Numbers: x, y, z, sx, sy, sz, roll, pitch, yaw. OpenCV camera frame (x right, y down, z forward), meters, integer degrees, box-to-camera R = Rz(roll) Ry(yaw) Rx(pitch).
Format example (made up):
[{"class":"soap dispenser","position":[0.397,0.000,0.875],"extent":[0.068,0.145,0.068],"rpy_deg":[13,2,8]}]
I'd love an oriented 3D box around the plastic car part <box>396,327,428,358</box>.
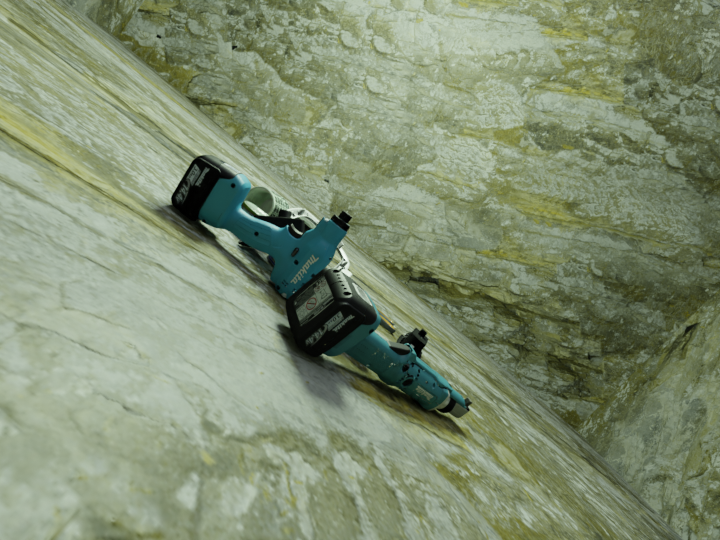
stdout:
[{"class":"plastic car part","position":[0.126,0.167,0.972],"extent":[0.068,0.067,0.197],"rpy_deg":[49,10,10]}]

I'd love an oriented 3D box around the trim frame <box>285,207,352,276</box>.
[{"class":"trim frame","position":[-0.084,-0.055,0.858],"extent":[0.185,0.028,0.245],"rpy_deg":[52,15,0]}]

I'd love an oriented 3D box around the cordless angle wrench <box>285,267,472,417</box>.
[{"class":"cordless angle wrench","position":[0.059,0.144,0.628],"extent":[0.400,0.098,0.078],"rpy_deg":[42,13,-37]}]

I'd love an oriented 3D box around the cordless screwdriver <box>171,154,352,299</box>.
[{"class":"cordless screwdriver","position":[-0.146,-0.086,0.641],"extent":[0.247,0.159,0.075],"rpy_deg":[38,7,-4]}]

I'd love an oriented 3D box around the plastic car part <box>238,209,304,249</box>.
[{"class":"plastic car part","position":[-0.139,-0.068,0.718],"extent":[0.120,0.071,0.064],"rpy_deg":[3,-3,15]}]
